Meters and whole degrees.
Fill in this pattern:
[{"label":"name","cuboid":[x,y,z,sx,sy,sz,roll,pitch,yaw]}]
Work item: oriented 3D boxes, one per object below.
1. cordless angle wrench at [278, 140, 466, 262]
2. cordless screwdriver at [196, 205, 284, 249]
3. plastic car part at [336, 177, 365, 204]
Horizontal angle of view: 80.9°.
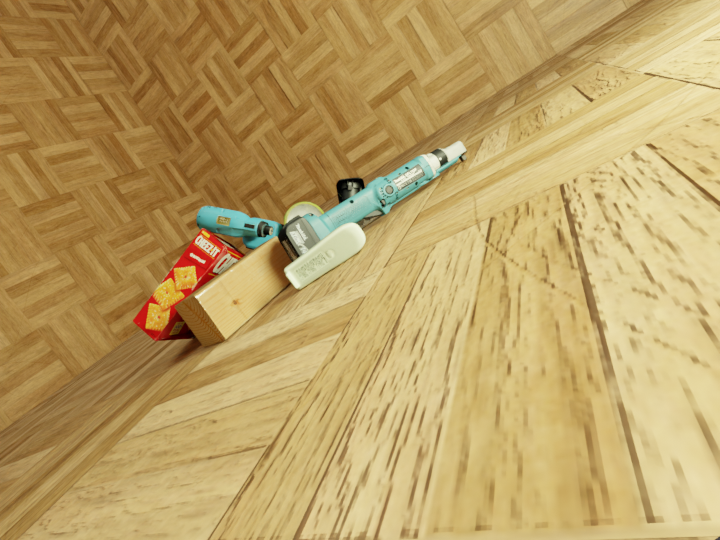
[{"label":"cordless angle wrench","cuboid":[0.043,-0.143,0.799,0.417,0.097,0.076,-34,5,-18]},{"label":"cordless screwdriver","cuboid":[-0.222,-0.083,0.918,0.164,0.074,0.241,12,-2,15]},{"label":"plastic car part","cuboid":[-0.023,-0.160,0.983,0.067,0.068,0.198,7,-14,3]}]
